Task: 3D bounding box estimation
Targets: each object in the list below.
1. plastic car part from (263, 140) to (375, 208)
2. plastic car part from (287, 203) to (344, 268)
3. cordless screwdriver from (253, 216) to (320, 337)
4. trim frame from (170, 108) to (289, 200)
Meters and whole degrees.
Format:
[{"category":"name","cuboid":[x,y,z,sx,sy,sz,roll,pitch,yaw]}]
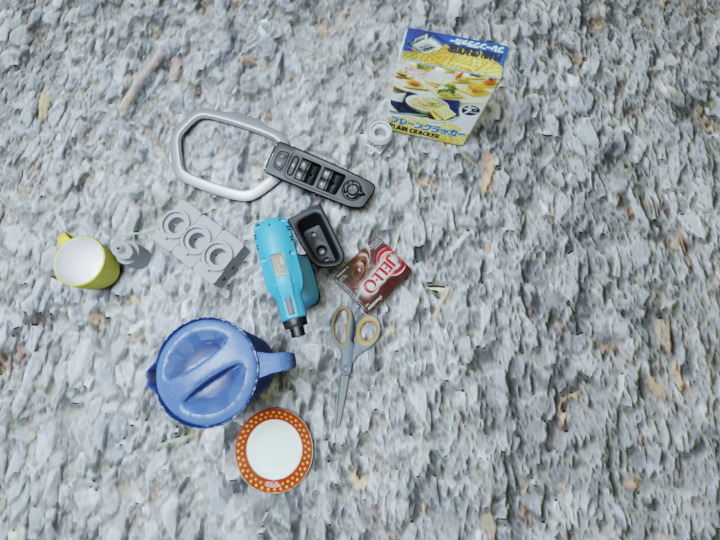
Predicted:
[{"category":"plastic car part","cuboid":[-0.074,-0.168,0.791,0.206,0.066,0.066,23,79,8]},{"category":"plastic car part","cuboid":[-0.074,-0.049,0.760,0.066,0.070,0.119,-27,77,-5]},{"category":"cordless screwdriver","cuboid":[-0.105,0.028,0.652,0.074,0.245,0.162,-15,79,-5]},{"category":"trim frame","cuboid":[-0.260,-0.234,0.838,0.252,0.027,0.185,18,78,7]}]
